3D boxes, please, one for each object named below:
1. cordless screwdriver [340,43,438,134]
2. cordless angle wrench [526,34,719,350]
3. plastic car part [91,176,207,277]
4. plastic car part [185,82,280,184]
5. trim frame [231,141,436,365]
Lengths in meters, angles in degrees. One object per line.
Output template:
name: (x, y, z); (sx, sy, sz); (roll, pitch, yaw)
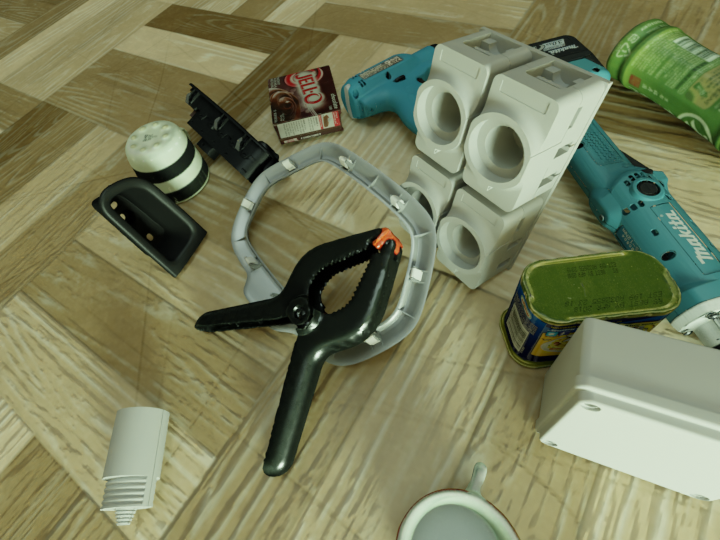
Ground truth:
cordless screwdriver: (0.104, -0.192, 0.498); (0.158, 0.071, 0.262); (-32, 53, -10)
cordless angle wrench: (0.249, -0.059, 0.382); (0.098, 0.071, 0.439); (-15, 58, 0)
plastic car part: (-0.241, -0.053, 0.465); (0.074, 0.110, 0.066); (2, 54, 39)
plastic car part: (-0.171, -0.170, 0.547); (0.213, 0.063, 0.067); (39, 81, 30)
trim frame: (-0.041, -0.027, 0.416); (0.184, 0.026, 0.261); (-49, 61, 8)
